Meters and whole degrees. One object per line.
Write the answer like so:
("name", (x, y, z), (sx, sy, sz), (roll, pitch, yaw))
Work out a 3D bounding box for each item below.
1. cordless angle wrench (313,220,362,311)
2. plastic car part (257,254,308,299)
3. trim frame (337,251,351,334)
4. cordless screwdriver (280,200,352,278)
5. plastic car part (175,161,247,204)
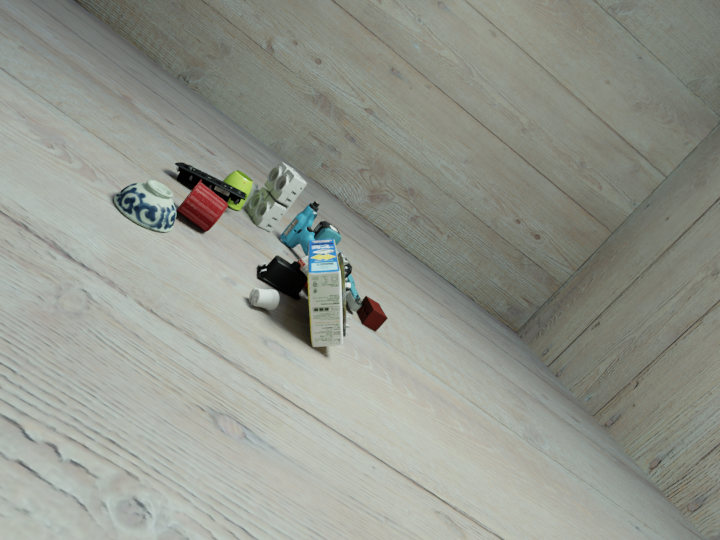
("cordless angle wrench", (-0.073, -0.014, 1.302), (0.071, 0.098, 0.443), (31, 18, -32))
("plastic car part", (-0.169, 0.007, 0.963), (0.112, 0.071, 0.068), (30, 15, -20))
("trim frame", (-0.041, 0.052, 0.986), (0.027, 0.182, 0.253), (0, 9, -8))
("cordless screwdriver", (-0.118, -0.077, 1.210), (0.262, 0.159, 0.070), (48, 15, 32))
("plastic car part", (-0.410, -0.229, 1.144), (0.198, 0.067, 0.068), (30, 21, -14))
